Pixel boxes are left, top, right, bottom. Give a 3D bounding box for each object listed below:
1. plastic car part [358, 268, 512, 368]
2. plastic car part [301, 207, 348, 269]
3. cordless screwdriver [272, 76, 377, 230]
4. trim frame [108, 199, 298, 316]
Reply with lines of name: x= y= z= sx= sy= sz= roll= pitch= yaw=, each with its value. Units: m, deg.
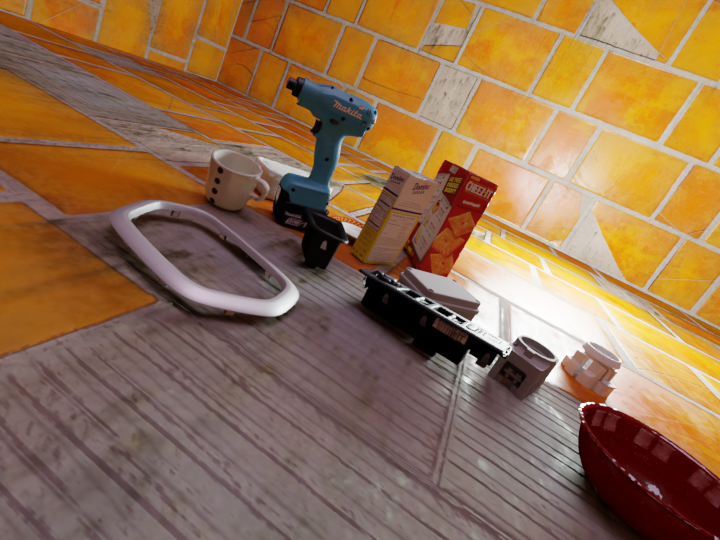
plastic car part: x=0.080 y=0.062 z=0.535 sx=0.212 sy=0.067 sz=0.064 roll=34 pitch=20 yaw=25
plastic car part: x=-0.061 y=-0.040 z=0.627 sx=0.064 sy=0.070 sz=0.120 roll=21 pitch=19 yaw=-15
cordless screwdriver: x=-0.091 y=-0.198 z=0.738 sx=0.154 sy=0.247 sz=0.077 roll=19 pitch=20 yaw=-20
trim frame: x=-0.180 y=-0.020 z=0.497 sx=0.260 sy=0.027 sz=0.176 roll=34 pitch=21 yaw=26
